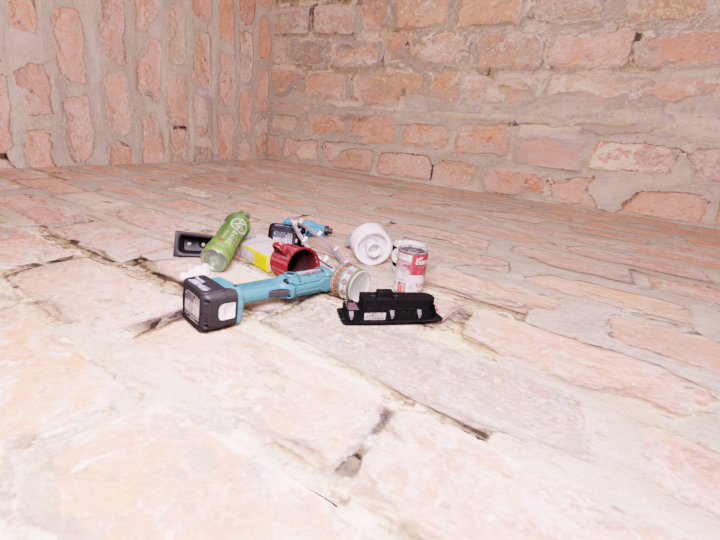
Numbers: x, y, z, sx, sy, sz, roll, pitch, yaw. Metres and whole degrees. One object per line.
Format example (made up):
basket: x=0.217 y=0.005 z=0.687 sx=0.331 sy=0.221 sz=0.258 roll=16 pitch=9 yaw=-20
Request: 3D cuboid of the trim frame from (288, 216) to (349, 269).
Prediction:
trim frame: x=-0.105 y=-0.069 z=1.078 sx=0.175 sy=0.027 sz=0.261 roll=29 pitch=16 yaw=-33

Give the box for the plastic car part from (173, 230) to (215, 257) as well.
plastic car part: x=-0.420 y=-0.067 z=1.098 sx=0.114 sy=0.066 sz=0.073 roll=4 pitch=3 yaw=-14

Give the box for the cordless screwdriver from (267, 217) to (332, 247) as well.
cordless screwdriver: x=-0.176 y=-0.110 z=1.256 sx=0.161 sy=0.073 sz=0.249 roll=7 pitch=15 yaw=5

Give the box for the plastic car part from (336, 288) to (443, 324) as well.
plastic car part: x=0.060 y=0.068 z=0.820 sx=0.199 sy=0.066 sz=0.068 roll=4 pitch=11 yaw=-11

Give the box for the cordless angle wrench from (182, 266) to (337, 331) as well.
cordless angle wrench: x=-0.146 y=0.032 z=0.859 sx=0.405 sy=0.073 sz=0.104 roll=-11 pitch=24 yaw=-44
